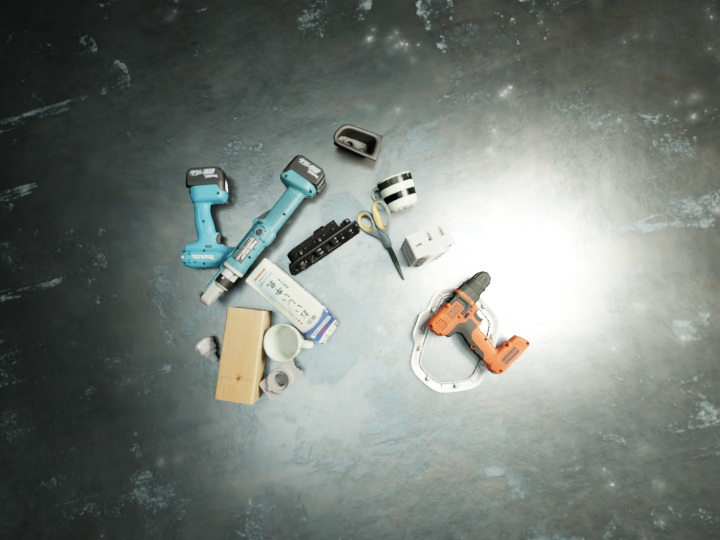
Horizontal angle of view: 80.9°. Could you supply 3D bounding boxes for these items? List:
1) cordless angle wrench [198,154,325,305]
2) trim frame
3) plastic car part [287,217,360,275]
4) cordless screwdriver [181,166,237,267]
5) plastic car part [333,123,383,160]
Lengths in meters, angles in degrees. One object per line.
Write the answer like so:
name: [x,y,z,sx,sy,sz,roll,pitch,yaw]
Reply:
cordless angle wrench: [-0.241,-0.089,1.020,0.100,0.073,0.422,35,82,7]
trim frame: [0.216,0.160,0.979,0.187,0.027,0.249,21,86,9]
plastic car part: [-0.100,-0.066,1.027,0.203,0.064,0.069,-39,73,-1]
cordless screwdriver: [-0.362,-0.131,1.059,0.158,0.074,0.250,0,86,-5]
plastic car part: [-0.015,-0.315,1.050,0.115,0.072,0.066,18,84,-10]
